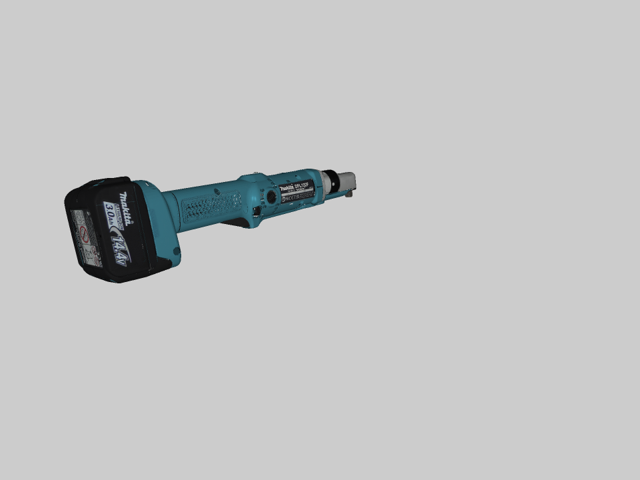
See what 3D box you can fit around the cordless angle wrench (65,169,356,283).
[{"bbox_3d":[-0.082,-0.052,0.543,0.074,0.098,0.422,4,16,40],"label":"cordless angle wrench"}]
